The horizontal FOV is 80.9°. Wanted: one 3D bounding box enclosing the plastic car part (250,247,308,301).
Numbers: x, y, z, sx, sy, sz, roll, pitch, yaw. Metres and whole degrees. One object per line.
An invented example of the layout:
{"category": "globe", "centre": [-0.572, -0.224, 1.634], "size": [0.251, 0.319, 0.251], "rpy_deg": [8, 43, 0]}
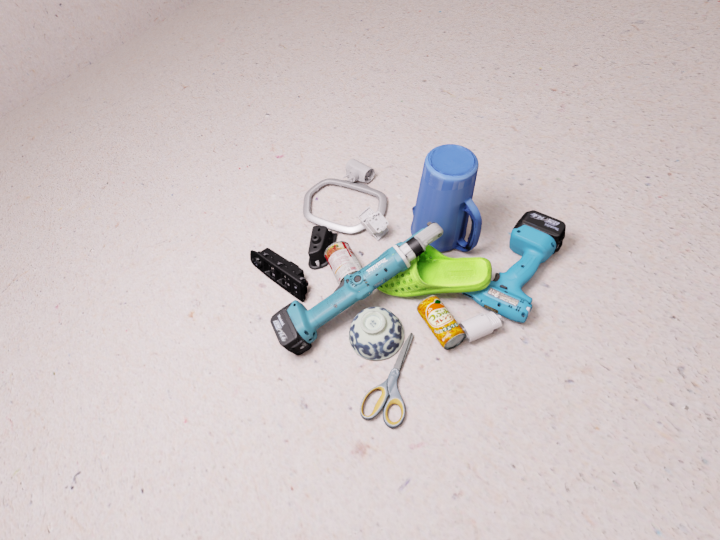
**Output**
{"category": "plastic car part", "centre": [-0.201, -0.005, 1.061], "size": [0.213, 0.064, 0.066], "rpy_deg": [27, 55, 29]}

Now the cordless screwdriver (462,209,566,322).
{"category": "cordless screwdriver", "centre": [0.328, -0.020, 0.923], "size": [0.167, 0.071, 0.248], "rpy_deg": [25, 69, 29]}

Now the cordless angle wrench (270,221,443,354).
{"category": "cordless angle wrench", "centre": [0.000, 0.029, 0.922], "size": [0.424, 0.070, 0.103], "rpy_deg": [-35, 53, 4]}

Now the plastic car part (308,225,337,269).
{"category": "plastic car part", "centre": [-0.105, -0.069, 1.076], "size": [0.068, 0.068, 0.119], "rpy_deg": [0, 53, 15]}

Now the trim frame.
{"category": "trim frame", "centre": [-0.048, -0.184, 1.169], "size": [0.260, 0.026, 0.184], "rpy_deg": [18, 63, 28]}
